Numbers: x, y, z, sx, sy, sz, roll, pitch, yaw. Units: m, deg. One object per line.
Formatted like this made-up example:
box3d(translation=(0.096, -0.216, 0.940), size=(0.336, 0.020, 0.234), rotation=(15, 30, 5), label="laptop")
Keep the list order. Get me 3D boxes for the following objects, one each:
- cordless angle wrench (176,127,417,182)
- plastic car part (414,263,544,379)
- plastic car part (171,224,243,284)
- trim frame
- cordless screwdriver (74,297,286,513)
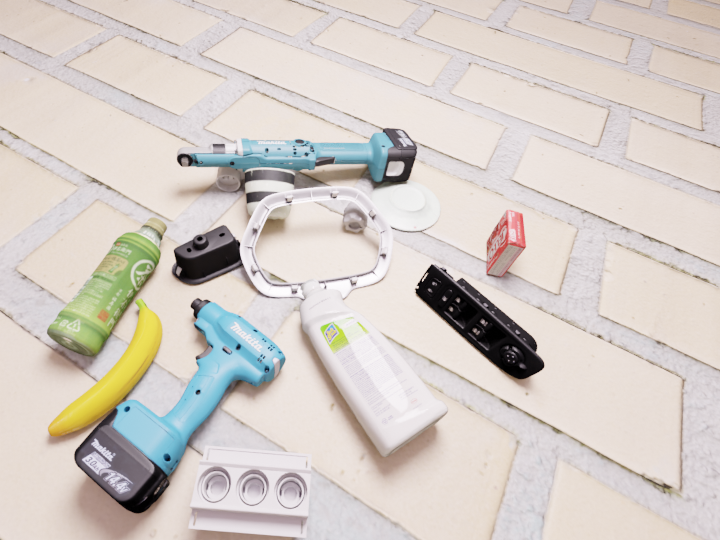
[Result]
box3d(translation=(-0.110, -0.208, 0.765), size=(0.414, 0.072, 0.102), rotation=(-4, 44, -14), label="cordless angle wrench")
box3d(translation=(0.179, 0.073, 0.629), size=(0.064, 0.066, 0.212), rotation=(-12, 50, -47), label="plastic car part")
box3d(translation=(-0.238, -0.031, 0.660), size=(0.114, 0.069, 0.069), rotation=(-27, 61, -26), label="plastic car part")
box3d(translation=(-0.066, -0.043, 0.673), size=(0.244, 0.028, 0.186), rotation=(-7, 83, -11), label="trim frame")
box3d(translation=(-0.230, 0.148, 0.531), size=(0.165, 0.073, 0.246), rotation=(32, 54, 17), label="cordless screwdriver")
